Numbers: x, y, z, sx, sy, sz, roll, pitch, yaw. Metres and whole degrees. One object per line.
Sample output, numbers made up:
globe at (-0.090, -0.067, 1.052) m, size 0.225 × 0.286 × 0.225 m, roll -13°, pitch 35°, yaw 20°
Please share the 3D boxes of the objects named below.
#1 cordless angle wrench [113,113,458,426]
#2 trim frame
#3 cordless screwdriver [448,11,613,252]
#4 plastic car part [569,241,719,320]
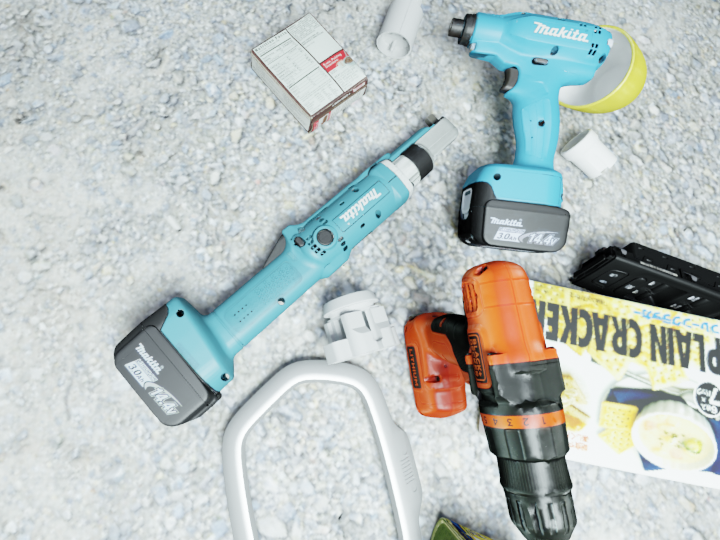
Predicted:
cordless angle wrench at (-0.043, -0.028, 0.435) m, size 0.420 × 0.074 × 0.099 m, roll -43°, pitch 86°, yaw -15°
trim frame at (-0.031, 0.211, 0.401) m, size 0.182 × 0.027 × 0.253 m, roll -14°, pitch 77°, yaw -7°
cordless screwdriver at (0.153, -0.147, 0.446) m, size 0.160 × 0.074 × 0.248 m, roll 12°, pitch 90°, yaw 2°
plastic car part at (0.344, 0.017, 0.466) m, size 0.204 × 0.065 × 0.067 m, roll 23°, pitch 51°, yaw 1°
